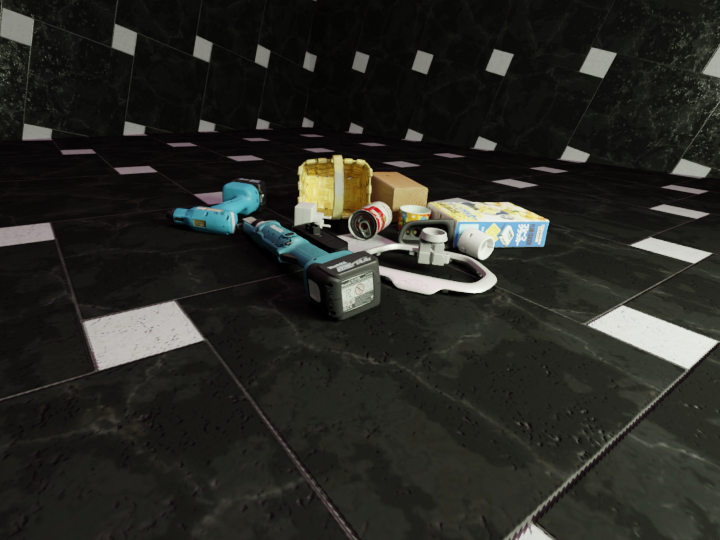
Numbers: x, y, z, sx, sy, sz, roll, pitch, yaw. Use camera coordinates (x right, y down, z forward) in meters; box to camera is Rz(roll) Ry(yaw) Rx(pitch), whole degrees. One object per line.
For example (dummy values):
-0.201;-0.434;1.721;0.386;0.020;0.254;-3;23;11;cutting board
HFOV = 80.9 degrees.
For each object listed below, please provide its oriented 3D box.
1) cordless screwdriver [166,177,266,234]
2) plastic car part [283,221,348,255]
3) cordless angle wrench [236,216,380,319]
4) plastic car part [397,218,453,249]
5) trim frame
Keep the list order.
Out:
-0.330;-0.156;1.006;0.163;0.072;0.249;7;27;10;cordless screwdriver
-0.079;-0.052;0.806;0.064;0.066;0.215;-10;29;-35;plastic car part
-0.126;-0.039;0.759;0.095;0.072;0.447;-19;28;-29;cordless angle wrench
0.133;-0.079;0.908;0.117;0.065;0.071;0;7;1;plastic car part
0.114;-0.006;0.765;0.257;0.027;0.182;13;24;17;trim frame
